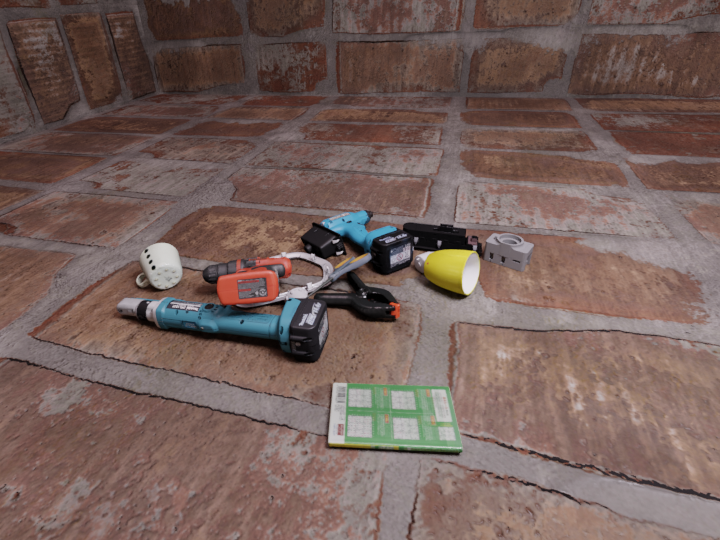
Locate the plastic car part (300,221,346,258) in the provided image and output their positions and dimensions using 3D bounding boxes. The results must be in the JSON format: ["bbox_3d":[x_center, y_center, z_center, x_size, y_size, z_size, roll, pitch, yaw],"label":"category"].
[{"bbox_3d":[-0.100,-0.065,1.018,0.070,0.063,0.123,-39,42,-25],"label":"plastic car part"}]

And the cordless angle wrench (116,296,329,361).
[{"bbox_3d":[-0.272,0.087,0.784,0.434,0.072,0.098,4,32,15],"label":"cordless angle wrench"}]

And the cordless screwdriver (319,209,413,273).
[{"bbox_3d":[0.030,-0.088,1.024,0.155,0.072,0.263,-23,34,-29],"label":"cordless screwdriver"}]

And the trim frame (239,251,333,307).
[{"bbox_3d":[-0.179,0.014,0.925,0.243,0.027,0.194,-14,35,-19],"label":"trim frame"}]

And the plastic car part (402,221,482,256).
[{"bbox_3d":[0.184,-0.079,1.010,0.209,0.064,0.067,6,39,18],"label":"plastic car part"}]
